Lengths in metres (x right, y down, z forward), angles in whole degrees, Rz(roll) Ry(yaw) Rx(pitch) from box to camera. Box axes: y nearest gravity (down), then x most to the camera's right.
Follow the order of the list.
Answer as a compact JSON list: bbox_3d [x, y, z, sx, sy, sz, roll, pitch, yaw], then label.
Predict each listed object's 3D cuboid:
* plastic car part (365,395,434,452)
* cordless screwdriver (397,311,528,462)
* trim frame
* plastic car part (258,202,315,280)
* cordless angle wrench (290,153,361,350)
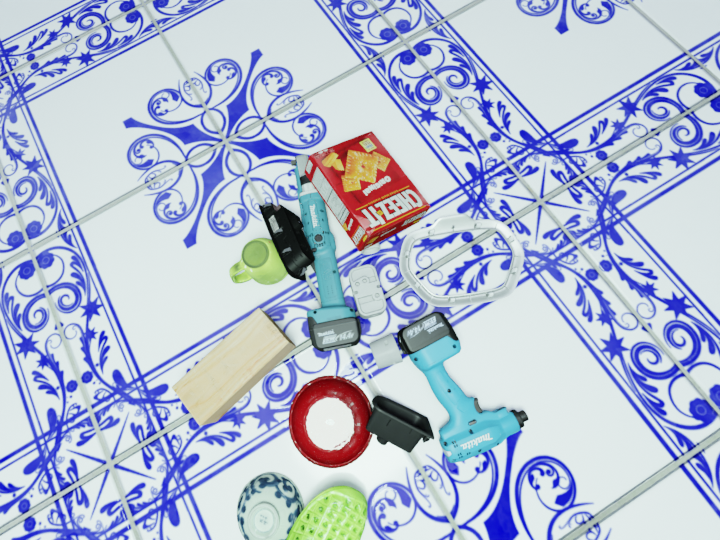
[{"bbox_3d":[0.059,0.278,0.749,0.116,0.066,0.071,24,99,-2],"label":"plastic car part"},{"bbox_3d":[0.178,0.195,0.763,0.159,0.073,0.254,-23,77,-3],"label":"cordless screwdriver"},{"bbox_3d":[0.203,-0.023,0.850,0.250,0.027,0.188,-9,72,4],"label":"trim frame"},{"bbox_3d":[-0.137,-0.065,0.830,0.068,0.062,0.212,-34,52,13],"label":"plastic car part"},{"bbox_3d":[-0.084,-0.055,0.864,0.098,0.072,0.434,-13,70,0],"label":"cordless angle wrench"}]
